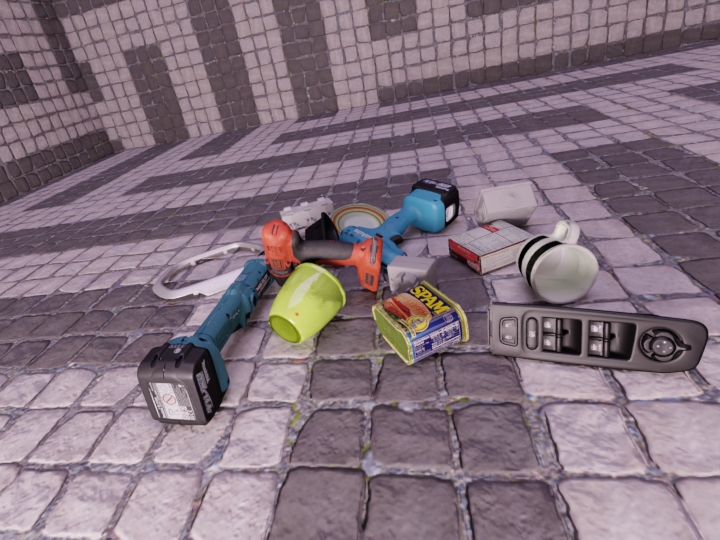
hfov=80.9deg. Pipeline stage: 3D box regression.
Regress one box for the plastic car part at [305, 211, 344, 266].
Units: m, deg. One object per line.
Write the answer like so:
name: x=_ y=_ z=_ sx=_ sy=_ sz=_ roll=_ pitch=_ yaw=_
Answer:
plastic car part: x=-0.080 y=-0.052 z=0.820 sx=0.072 sy=0.062 sz=0.121 roll=-31 pitch=40 yaw=14

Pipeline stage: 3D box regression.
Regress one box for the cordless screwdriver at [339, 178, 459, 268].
cordless screwdriver: x=0.098 y=-0.082 z=0.802 sx=0.244 sy=0.071 sz=0.169 roll=-34 pitch=43 yaw=-27

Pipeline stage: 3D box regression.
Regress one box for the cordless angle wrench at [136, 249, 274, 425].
cordless angle wrench: x=-0.192 y=0.051 z=0.668 sx=0.076 sy=0.095 sz=0.427 roll=-3 pitch=26 yaw=9

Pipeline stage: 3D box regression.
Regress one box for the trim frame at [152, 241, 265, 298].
trim frame: x=-0.303 y=-0.004 z=0.873 sx=0.244 sy=0.027 sz=0.194 roll=-21 pitch=28 yaw=-18

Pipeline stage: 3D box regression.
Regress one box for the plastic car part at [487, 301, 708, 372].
plastic car part: x=0.256 y=0.072 z=0.479 sx=0.212 sy=0.066 sz=0.064 roll=3 pitch=5 yaw=29
